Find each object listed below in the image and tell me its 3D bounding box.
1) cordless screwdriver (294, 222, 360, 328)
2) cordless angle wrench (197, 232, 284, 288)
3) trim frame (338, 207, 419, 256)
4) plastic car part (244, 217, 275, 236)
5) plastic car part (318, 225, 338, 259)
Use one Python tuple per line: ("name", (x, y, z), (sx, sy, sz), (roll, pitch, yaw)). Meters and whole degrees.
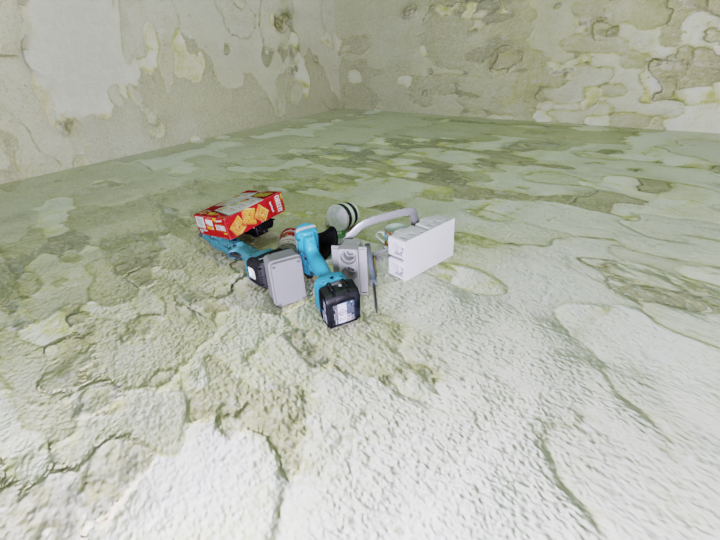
("cordless screwdriver", (-0.084, 0.023, 0.945), (0.073, 0.154, 0.262), (-16, 45, -17))
("cordless angle wrench", (-0.349, -0.060, 1.187), (0.095, 0.072, 0.448), (-25, 32, -34))
("trim frame", (0.044, -0.083, 1.059), (0.242, 0.181, 0.029), (-19, 59, -26))
("plastic car part", (-0.344, -0.142, 1.331), (0.215, 0.065, 0.065), (18, 42, 43))
("plastic car part", (-0.113, -0.074, 1.156), (0.073, 0.064, 0.116), (-11, 22, 26))
